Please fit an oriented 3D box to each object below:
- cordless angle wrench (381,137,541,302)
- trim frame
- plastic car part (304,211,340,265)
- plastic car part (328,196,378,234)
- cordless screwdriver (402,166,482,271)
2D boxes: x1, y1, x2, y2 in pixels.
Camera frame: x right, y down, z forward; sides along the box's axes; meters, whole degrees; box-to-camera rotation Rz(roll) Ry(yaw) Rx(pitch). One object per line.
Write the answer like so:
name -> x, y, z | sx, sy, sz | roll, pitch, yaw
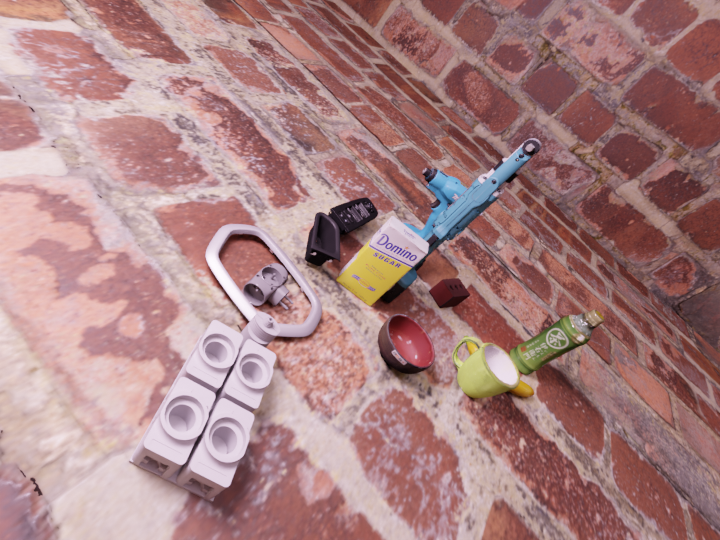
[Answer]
cordless angle wrench -> 0.174, -0.090, 0.823 | 0.076, 0.426, 0.095 | 49, 35, 7
trim frame -> -0.166, 0.014, 0.744 | 0.254, 0.028, 0.179 | 47, 35, 11
plastic car part -> -0.084, -0.055, 0.858 | 0.063, 0.071, 0.120 | 25, 38, -23
plastic car part -> -0.018, -0.124, 1.000 | 0.067, 0.067, 0.198 | 46, 35, 6
cordless screwdriver -> 0.145, -0.116, 0.979 | 0.155, 0.251, 0.075 | 33, 36, -13
